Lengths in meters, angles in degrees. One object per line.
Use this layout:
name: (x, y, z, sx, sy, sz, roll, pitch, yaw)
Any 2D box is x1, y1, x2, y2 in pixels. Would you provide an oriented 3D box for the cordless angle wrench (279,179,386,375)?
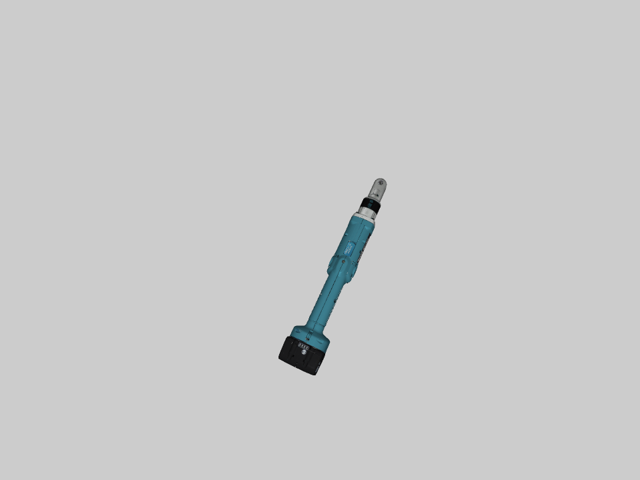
cordless angle wrench: (0.044, 0.056, 0.849, 0.074, 0.422, 0.098, 23, -15, 10)
